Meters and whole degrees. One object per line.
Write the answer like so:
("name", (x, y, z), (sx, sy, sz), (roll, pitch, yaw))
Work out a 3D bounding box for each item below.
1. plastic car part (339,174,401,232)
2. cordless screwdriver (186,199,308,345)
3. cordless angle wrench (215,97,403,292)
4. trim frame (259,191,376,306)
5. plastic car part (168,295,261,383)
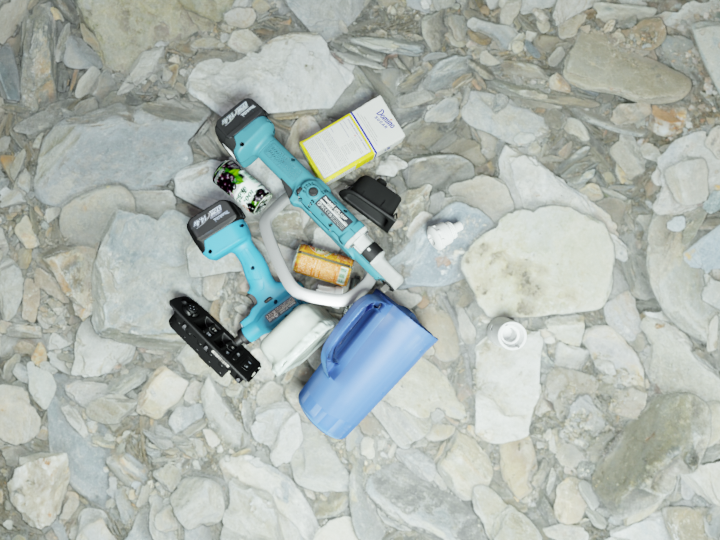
("plastic car part", (0.027, -0.135, 0.777), (0.118, 0.065, 0.070), (39, 73, 5))
("cordless screwdriver", (-0.223, 0.004, 0.769), (0.159, 0.074, 0.249), (-37, 90, -1))
("cordless angle wrench", (-0.083, -0.127, 0.734), (0.097, 0.073, 0.433), (-43, 78, -9))
("trim frame", (-0.073, -0.048, 0.743), (0.180, 0.027, 0.258), (-20, 64, -18))
("plastic car part", (-0.275, 0.129, 0.772), (0.204, 0.065, 0.068), (47, 114, 2))
